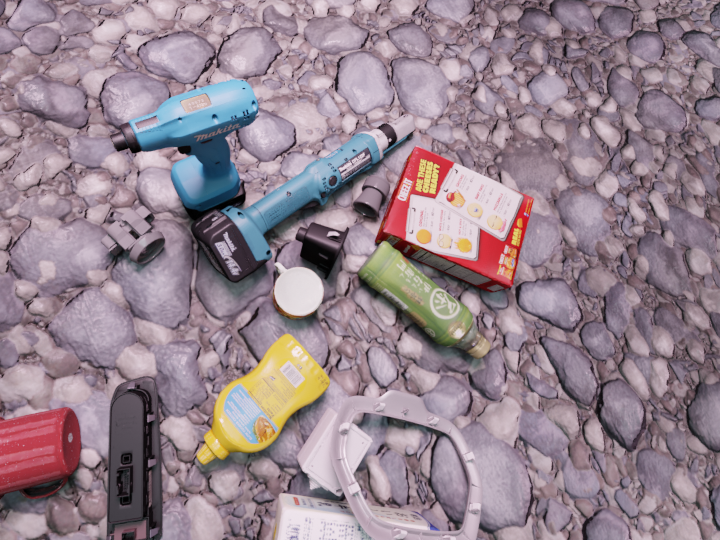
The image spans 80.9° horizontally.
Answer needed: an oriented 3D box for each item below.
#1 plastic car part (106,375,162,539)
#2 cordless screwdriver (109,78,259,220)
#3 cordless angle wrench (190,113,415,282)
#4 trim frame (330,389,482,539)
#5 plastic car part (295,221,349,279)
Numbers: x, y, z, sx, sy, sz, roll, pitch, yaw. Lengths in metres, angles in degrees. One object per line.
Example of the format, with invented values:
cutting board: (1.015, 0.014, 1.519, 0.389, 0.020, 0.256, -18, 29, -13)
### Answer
plastic car part: (-0.293, 0.241, 0.536, 0.066, 0.066, 0.207, -6, 73, -5)
cordless screwdriver: (-0.221, -0.139, 0.554, 0.156, 0.250, 0.075, -27, 85, -22)
cordless angle wrench: (-0.060, -0.143, 0.667, 0.417, 0.093, 0.079, -39, 40, -22)
trim frame: (0.068, 0.250, 0.546, 0.239, 0.028, 0.190, 20, 41, -22)
plastic car part: (-0.061, -0.040, 0.621, 0.071, 0.115, 0.066, 22, 73, 0)
